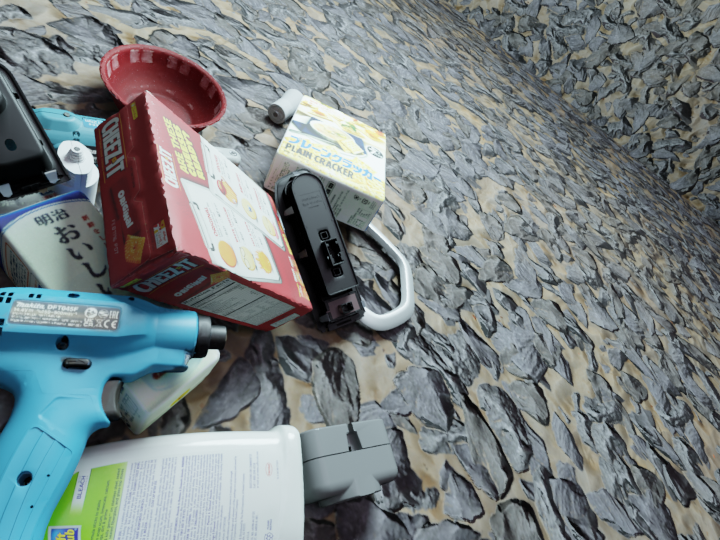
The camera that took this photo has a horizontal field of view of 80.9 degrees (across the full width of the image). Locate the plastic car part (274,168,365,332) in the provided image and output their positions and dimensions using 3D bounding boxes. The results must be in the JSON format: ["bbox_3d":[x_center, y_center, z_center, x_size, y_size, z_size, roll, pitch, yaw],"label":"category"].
[{"bbox_3d":[-0.050,-0.032,0.506,0.065,0.067,0.206,-19,81,-15],"label":"plastic car part"}]

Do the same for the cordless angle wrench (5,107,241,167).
[{"bbox_3d":[-0.316,-0.137,0.440,0.404,0.098,0.077,-4,56,-42],"label":"cordless angle wrench"}]

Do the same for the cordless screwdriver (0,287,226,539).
[{"bbox_3d":[-0.159,0.129,0.241,0.153,0.075,0.257,7,56,-25],"label":"cordless screwdriver"}]

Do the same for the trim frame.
[{"bbox_3d":[-0.022,-0.023,0.592,0.250,0.028,0.181,44,41,2],"label":"trim frame"}]

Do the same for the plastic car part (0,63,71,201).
[{"bbox_3d":[-0.293,-0.121,0.340,0.064,0.074,0.114,-29,106,-33],"label":"plastic car part"}]
